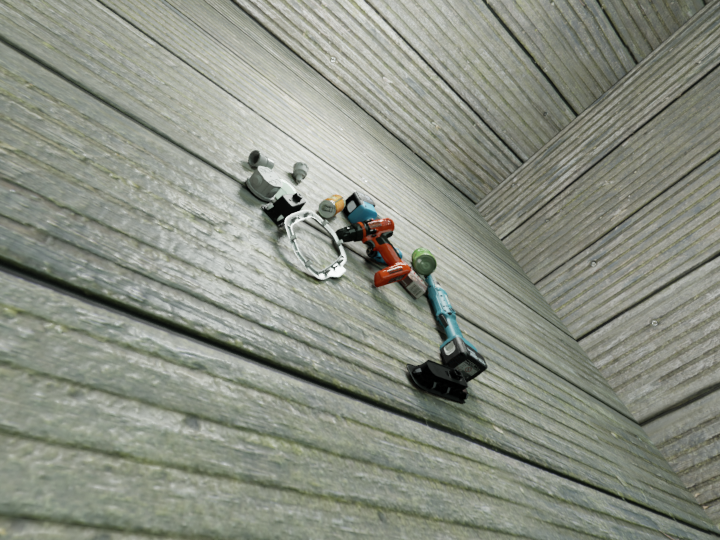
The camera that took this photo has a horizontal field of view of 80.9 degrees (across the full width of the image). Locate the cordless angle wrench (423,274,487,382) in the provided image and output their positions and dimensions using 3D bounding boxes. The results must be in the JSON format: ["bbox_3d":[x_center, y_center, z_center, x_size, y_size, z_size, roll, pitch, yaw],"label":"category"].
[{"bbox_3d":[0.246,0.131,1.226,0.094,0.075,0.436,35,23,-23],"label":"cordless angle wrench"}]

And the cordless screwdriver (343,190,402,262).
[{"bbox_3d":[0.022,-0.129,1.285,0.151,0.075,0.259,9,45,-52],"label":"cordless screwdriver"}]

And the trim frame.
[{"bbox_3d":[-0.099,-0.065,1.010,0.184,0.028,0.244,56,21,-1],"label":"trim frame"}]

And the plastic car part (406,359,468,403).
[{"bbox_3d":[0.185,0.245,0.947,0.192,0.068,0.069,23,39,-35],"label":"plastic car part"}]

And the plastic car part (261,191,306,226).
[{"bbox_3d":[-0.171,-0.157,1.016,0.067,0.072,0.114,48,27,2],"label":"plastic car part"}]
